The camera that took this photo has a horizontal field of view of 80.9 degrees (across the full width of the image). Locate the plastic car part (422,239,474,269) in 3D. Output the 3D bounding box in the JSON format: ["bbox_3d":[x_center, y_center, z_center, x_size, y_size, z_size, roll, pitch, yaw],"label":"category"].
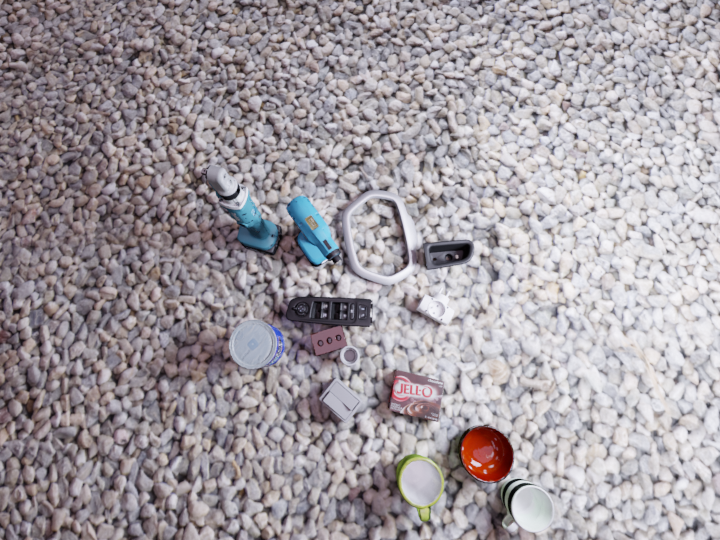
[{"bbox_3d":[0.209,-0.035,1.021,0.117,0.070,0.067,-7,77,0],"label":"plastic car part"}]

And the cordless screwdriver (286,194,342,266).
[{"bbox_3d":[-0.093,-0.061,0.955,0.074,0.245,0.163,-34,80,-8],"label":"cordless screwdriver"}]

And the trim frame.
[{"bbox_3d":[0.051,-0.086,1.065,0.184,0.027,0.253,-12,75,0],"label":"trim frame"}]

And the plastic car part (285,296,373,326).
[{"bbox_3d":[-0.074,0.098,1.005,0.204,0.066,0.067,3,77,4],"label":"plastic car part"}]

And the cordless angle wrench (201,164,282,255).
[{"bbox_3d":[-0.243,-0.120,0.891,0.099,0.416,0.075,15,79,1],"label":"cordless angle wrench"}]
